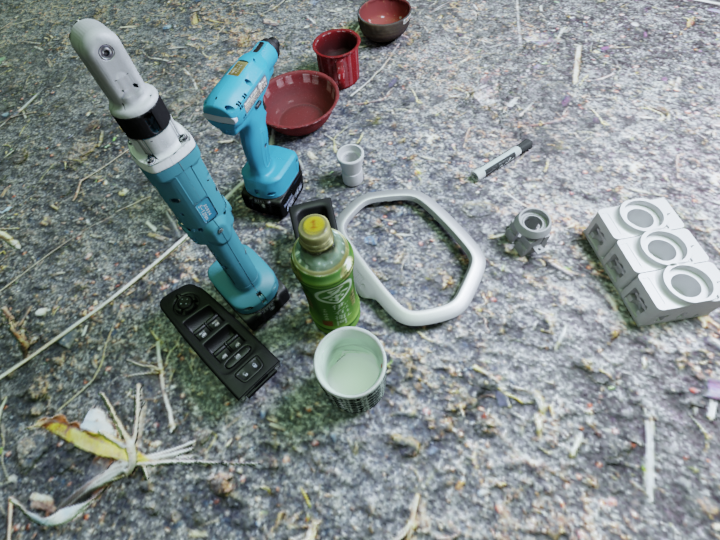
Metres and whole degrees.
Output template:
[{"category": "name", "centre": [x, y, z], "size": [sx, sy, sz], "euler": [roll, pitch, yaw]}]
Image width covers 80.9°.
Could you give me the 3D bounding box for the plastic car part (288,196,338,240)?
[{"category": "plastic car part", "centre": [-0.061, -0.040, 0.625], "size": [0.066, 0.068, 0.121], "euler": [-14, 59, -2]}]

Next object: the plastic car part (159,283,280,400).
[{"category": "plastic car part", "centre": [-0.191, 0.090, 0.569], "size": [0.212, 0.064, 0.066], "euler": [36, 70, 25]}]

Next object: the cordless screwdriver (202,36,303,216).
[{"category": "cordless screwdriver", "centre": [-0.141, -0.204, 0.635], "size": [0.076, 0.240, 0.160], "euler": [16, 63, 13]}]

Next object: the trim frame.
[{"category": "trim frame", "centre": [0.064, -0.030, 0.624], "size": [0.182, 0.026, 0.260], "euler": [-31, 60, -10]}]

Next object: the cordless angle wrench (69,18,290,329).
[{"category": "cordless angle wrench", "centre": [-0.167, -0.059, 0.454], "size": [0.074, 0.408, 0.102], "euler": [-41, 65, -18]}]
